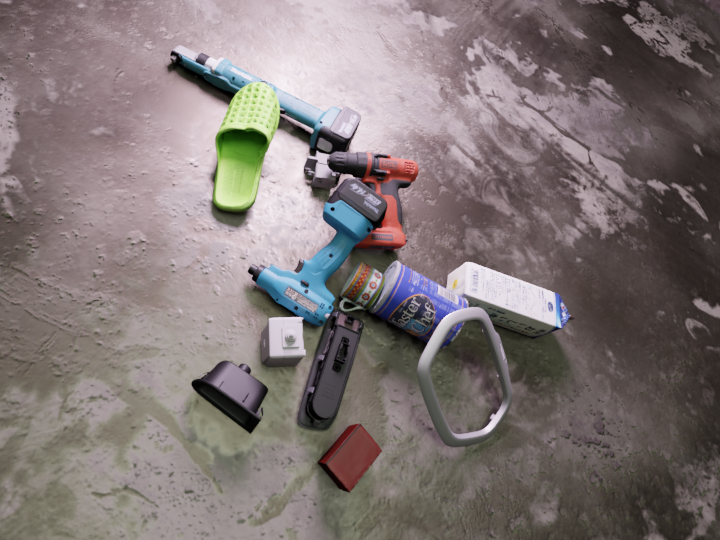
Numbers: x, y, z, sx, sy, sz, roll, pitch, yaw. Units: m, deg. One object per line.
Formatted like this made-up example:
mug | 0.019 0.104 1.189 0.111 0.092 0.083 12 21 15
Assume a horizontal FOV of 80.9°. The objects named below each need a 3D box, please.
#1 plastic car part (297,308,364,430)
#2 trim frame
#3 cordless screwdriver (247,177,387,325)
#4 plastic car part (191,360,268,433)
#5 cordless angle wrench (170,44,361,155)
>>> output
plastic car part | -0.041 0.157 0.688 0.065 0.068 0.205 26 63 -13
trim frame | 0.178 0.178 0.696 0.181 0.029 0.242 -29 106 -20
cordless screwdriver | -0.072 -0.047 0.735 0.160 0.074 0.249 31 83 2
plastic car part | -0.187 0.178 0.640 0.118 0.066 0.070 36 45 6
cordless angle wrench | -0.207 -0.373 0.895 0.424 0.074 0.098 27 61 1
